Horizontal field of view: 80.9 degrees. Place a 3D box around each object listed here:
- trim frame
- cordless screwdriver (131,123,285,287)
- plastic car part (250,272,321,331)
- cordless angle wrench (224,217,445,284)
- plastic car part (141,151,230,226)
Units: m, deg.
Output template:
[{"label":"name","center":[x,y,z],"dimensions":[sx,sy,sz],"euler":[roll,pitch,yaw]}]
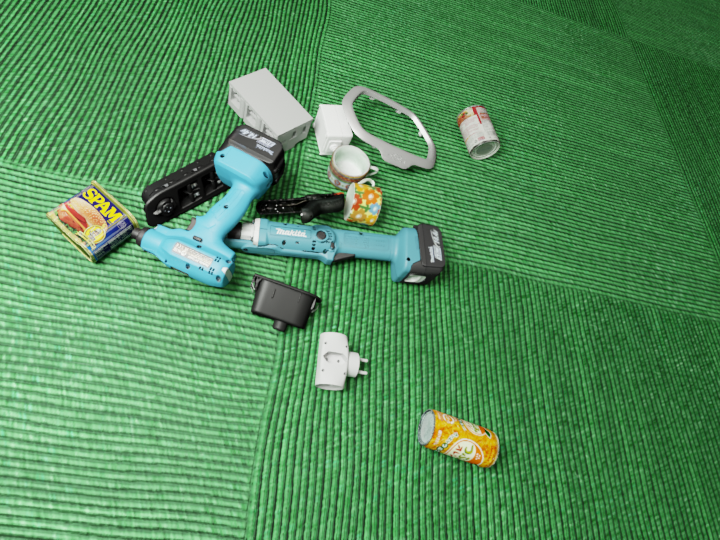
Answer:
[{"label":"trim frame","center":[0.063,-0.293,0.873],"dimensions":[0.237,0.028,0.190],"euler":[15,54,-31]},{"label":"cordless screwdriver","center":[-0.227,-0.111,0.654],"dimensions":[0.161,0.073,0.250],"euler":[22,71,4]},{"label":"plastic car part","center":[-0.123,0.057,0.658],"dimensions":[0.115,0.066,0.071],"euler":[23,75,-8]},{"label":"cordless angle wrench","center":[-0.070,-0.046,0.718],"dimensions":[0.415,0.074,0.100],"euler":[6,64,-10]},{"label":"plastic car part","center":[-0.285,-0.151,0.715],"dimensions":[0.069,0.065,0.200],"euler":[38,59,14]}]
